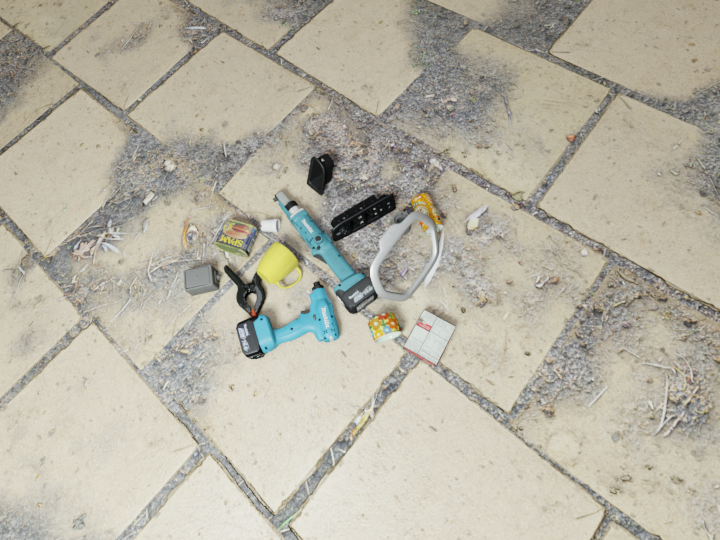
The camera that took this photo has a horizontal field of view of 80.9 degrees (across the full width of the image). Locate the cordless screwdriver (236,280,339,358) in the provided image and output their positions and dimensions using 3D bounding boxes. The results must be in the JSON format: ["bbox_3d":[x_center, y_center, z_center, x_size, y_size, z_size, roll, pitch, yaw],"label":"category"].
[{"bbox_3d":[-0.190,0.128,1.082,0.248,0.072,0.164,-15,67,-3],"label":"cordless screwdriver"}]

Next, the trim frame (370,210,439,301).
[{"bbox_3d":[0.116,-0.034,1.068,0.248,0.175,0.029,-51,32,-14],"label":"trim frame"}]

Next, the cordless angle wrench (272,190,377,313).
[{"bbox_3d":[-0.113,-0.074,1.155,0.097,0.072,0.441,-35,66,-8],"label":"cordless angle wrench"}]

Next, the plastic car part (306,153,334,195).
[{"bbox_3d":[-0.107,-0.288,1.224,0.068,0.115,0.069,41,54,16],"label":"plastic car part"}]

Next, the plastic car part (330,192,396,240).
[{"bbox_3d":[-0.002,-0.157,1.176,0.202,0.063,0.070,-34,60,-7],"label":"plastic car part"}]
